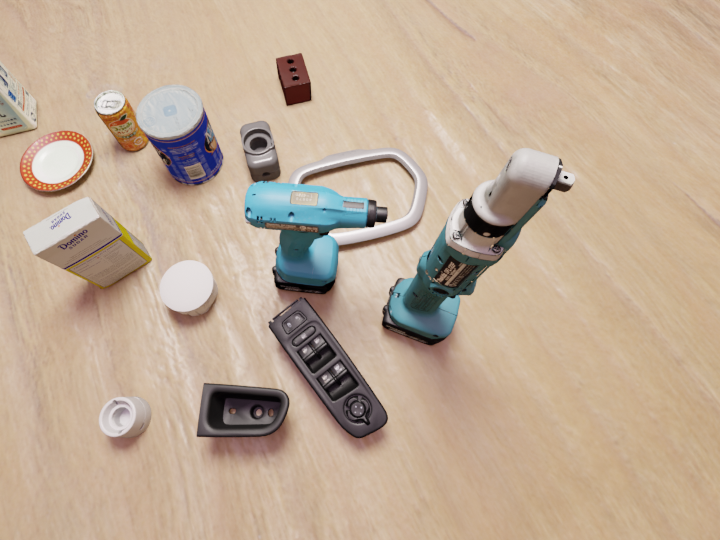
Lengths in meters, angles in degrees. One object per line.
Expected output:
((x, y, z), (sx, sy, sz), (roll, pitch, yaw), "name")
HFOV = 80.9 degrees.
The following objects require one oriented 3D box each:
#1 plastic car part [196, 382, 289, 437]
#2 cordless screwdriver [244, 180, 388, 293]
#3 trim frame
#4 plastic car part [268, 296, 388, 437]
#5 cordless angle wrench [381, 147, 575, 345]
((-0.152, 0.191, 0.572), (0.117, 0.069, 0.067), (1, 69, 1), "plastic car part")
((-0.056, -0.036, 0.568), (0.160, 0.244, 0.076), (6, 70, 0), "cordless screwdriver")
((-0.005, -0.134, 0.724), (0.247, 0.027, 0.190), (-15, 68, -5), "trim frame")
((-0.046, 0.139, 0.592), (0.066, 0.065, 0.210), (-36, 72, -14), "plastic car part")
((0.096, 0.000, 0.458), (0.099, 0.414, 0.075), (21, 70, 4), "cordless angle wrench")
